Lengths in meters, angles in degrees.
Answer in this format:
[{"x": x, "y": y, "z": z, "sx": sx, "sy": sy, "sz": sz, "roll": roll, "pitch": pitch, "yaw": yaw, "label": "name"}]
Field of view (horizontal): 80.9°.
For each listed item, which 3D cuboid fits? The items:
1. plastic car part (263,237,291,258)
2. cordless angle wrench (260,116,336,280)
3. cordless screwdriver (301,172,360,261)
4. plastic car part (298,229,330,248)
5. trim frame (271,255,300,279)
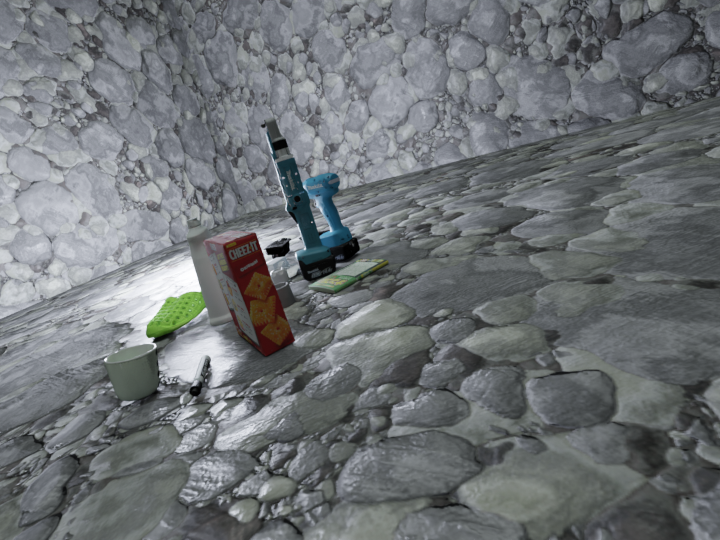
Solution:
[{"x": -0.277, "y": -0.076, "z": 1.472, "sx": 0.067, "sy": 0.065, "sz": 0.205, "roll": -16, "pitch": 16, "yaw": 5, "label": "plastic car part"}, {"x": -0.165, "y": -0.184, "z": 1.091, "sx": 0.098, "sy": 0.415, "sz": 0.076, "roll": -18, "pitch": 12, "yaw": -4, "label": "cordless angle wrench"}, {"x": -0.104, "y": -0.146, "z": 1.207, "sx": 0.166, "sy": 0.244, "sz": 0.072, "roll": -6, "pitch": 16, "yaw": 39, "label": "cordless screwdriver"}, {"x": -0.132, "y": -0.086, "z": 1.349, "sx": 0.120, "sy": 0.069, "sz": 0.065, "roll": -11, "pitch": 15, "yaw": 22, "label": "plastic car part"}, {"x": -0.255, "y": 0.007, "z": 1.250, "sx": 0.242, "sy": 0.027, "sz": 0.193, "roll": -26, "pitch": 18, "yaw": -27, "label": "trim frame"}]
